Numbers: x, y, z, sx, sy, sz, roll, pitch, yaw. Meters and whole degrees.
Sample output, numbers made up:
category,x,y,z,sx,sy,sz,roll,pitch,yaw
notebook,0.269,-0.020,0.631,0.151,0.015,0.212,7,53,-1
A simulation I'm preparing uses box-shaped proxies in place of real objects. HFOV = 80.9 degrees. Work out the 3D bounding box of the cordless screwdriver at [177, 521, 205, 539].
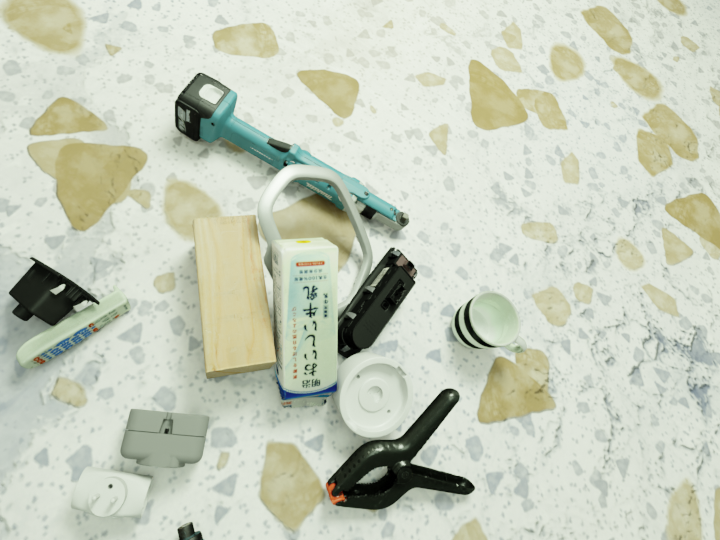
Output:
category,x,y,z,sx,sy,sz,roll,pitch,yaw
cordless screwdriver,-0.260,0.394,0.432,0.242,0.074,0.163,-15,73,-24

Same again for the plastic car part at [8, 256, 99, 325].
category,x,y,z,sx,sy,sz,roll,pitch,yaw
plastic car part,-0.403,0.033,0.536,0.122,0.063,0.071,13,58,33

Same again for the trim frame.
category,x,y,z,sx,sy,sz,roll,pitch,yaw
trim frame,-0.062,-0.041,0.634,0.181,0.029,0.240,-40,117,-34

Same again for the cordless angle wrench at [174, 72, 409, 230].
category,x,y,z,sx,sy,sz,roll,pitch,yaw
cordless angle wrench,-0.104,-0.178,0.713,0.418,0.098,0.075,29,64,-6

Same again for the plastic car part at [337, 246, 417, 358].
category,x,y,z,sx,sy,sz,roll,pitch,yaw
plastic car part,0.031,0.052,0.655,0.202,0.070,0.064,-50,115,-22
